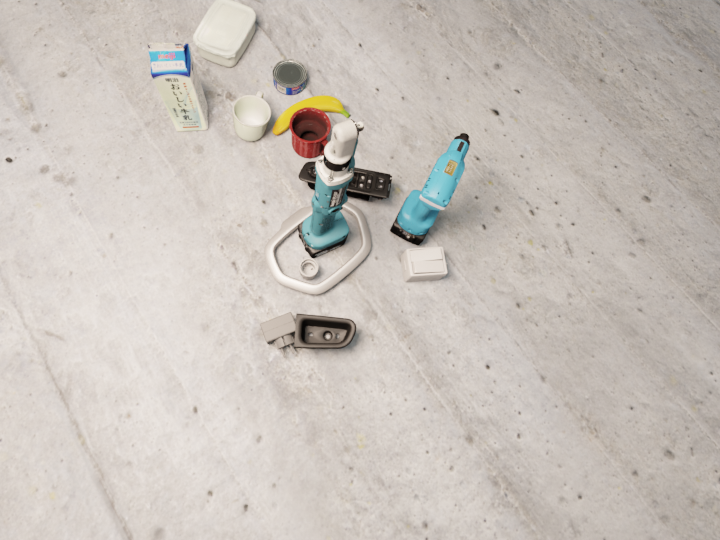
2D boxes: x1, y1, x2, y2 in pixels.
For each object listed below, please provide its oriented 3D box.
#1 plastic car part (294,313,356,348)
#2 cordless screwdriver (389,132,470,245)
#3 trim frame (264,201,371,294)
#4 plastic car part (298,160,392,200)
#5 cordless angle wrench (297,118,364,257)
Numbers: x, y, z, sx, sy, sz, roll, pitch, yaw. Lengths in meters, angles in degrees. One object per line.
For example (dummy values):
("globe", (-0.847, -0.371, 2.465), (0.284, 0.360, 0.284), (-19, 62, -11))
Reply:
("plastic car part", (-0.071, 0.125, 0.833), (0.116, 0.070, 0.067), (4, 73, -4))
("cordless screwdriver", (0.142, -0.156, 0.850), (0.075, 0.247, 0.159), (28, 72, 0))
("trim frame", (-0.090, -0.059, 0.917), (0.246, 0.027, 0.188), (-41, 79, -15))
("plastic car part", (-0.037, -0.198, 0.946), (0.203, 0.066, 0.067), (13, 72, 0))
("cordless angle wrench", (-0.053, -0.127, 0.736), (0.096, 0.420, 0.076), (-24, 80, -15))
